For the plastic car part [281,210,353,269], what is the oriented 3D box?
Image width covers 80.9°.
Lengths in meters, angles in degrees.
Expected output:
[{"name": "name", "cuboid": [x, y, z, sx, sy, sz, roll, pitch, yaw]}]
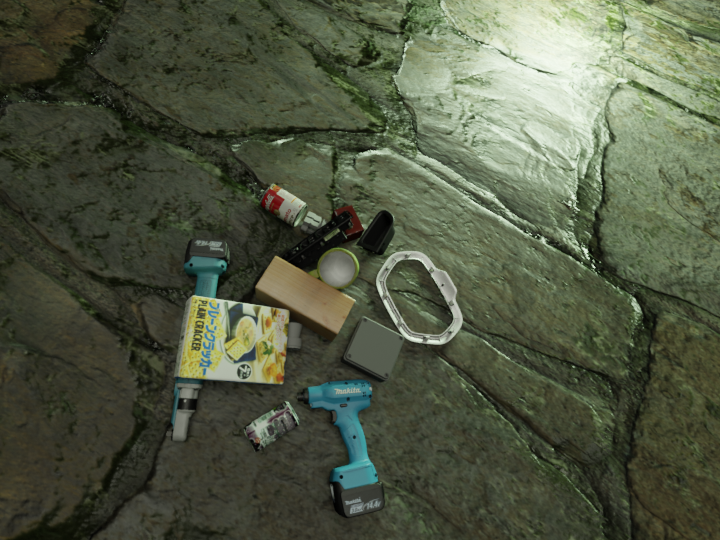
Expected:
[{"name": "plastic car part", "cuboid": [-0.099, -0.065, 1.016, 0.203, 0.064, 0.069, -31, 30, 2]}]

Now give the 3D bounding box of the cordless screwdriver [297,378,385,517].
[{"name": "cordless screwdriver", "cuboid": [-0.042, 0.354, 0.860, 0.157, 0.073, 0.256, -4, 63, -10]}]

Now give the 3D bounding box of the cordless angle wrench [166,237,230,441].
[{"name": "cordless angle wrench", "cuboid": [-0.355, 0.138, 0.916, 0.097, 0.074, 0.432, 4, 68, -8]}]

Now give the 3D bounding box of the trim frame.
[{"name": "trim frame", "cuboid": [0.146, 0.062, 1.037, 0.181, 0.027, 0.257, -22, 69, -17]}]

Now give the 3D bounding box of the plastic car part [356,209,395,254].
[{"name": "plastic car part", "cuboid": [0.053, -0.086, 1.065, 0.070, 0.067, 0.116, 22, 69, 34]}]
